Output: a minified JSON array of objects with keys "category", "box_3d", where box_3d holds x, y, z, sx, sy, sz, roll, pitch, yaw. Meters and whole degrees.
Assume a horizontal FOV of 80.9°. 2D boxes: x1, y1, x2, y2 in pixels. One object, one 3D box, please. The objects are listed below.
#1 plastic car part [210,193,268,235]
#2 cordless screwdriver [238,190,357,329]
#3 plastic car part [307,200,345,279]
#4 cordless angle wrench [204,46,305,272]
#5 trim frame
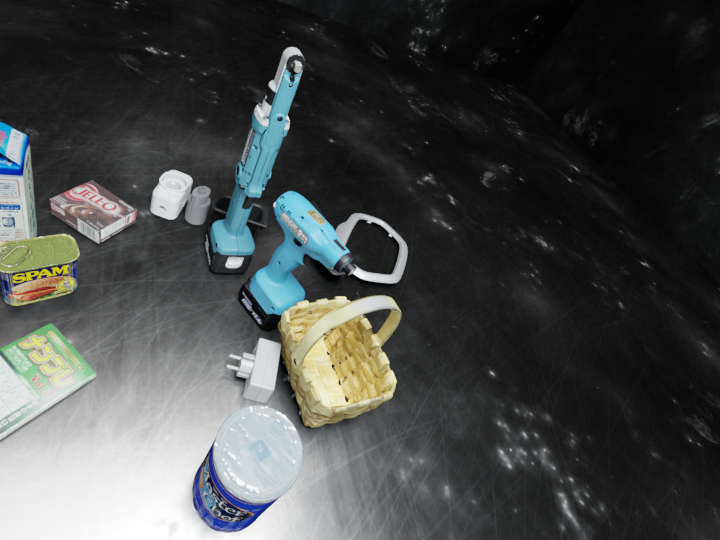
[{"category":"plastic car part","box_3d":[-0.254,-0.106,0.867,0.113,0.071,0.068,14,43,-18]},{"category":"cordless screwdriver","box_3d":[-0.107,0.009,0.693,0.165,0.248,0.072,48,42,17]},{"category":"plastic car part","box_3d":[-0.089,-0.058,0.913,0.064,0.067,0.212,-10,54,-38]},{"category":"cordless angle wrench","box_3d":[-0.176,-0.159,0.694,0.071,0.422,0.102,2,50,-32]},{"category":"trim frame","box_3d":[0.024,-0.057,1.005,0.184,0.027,0.250,26,40,-3]}]
